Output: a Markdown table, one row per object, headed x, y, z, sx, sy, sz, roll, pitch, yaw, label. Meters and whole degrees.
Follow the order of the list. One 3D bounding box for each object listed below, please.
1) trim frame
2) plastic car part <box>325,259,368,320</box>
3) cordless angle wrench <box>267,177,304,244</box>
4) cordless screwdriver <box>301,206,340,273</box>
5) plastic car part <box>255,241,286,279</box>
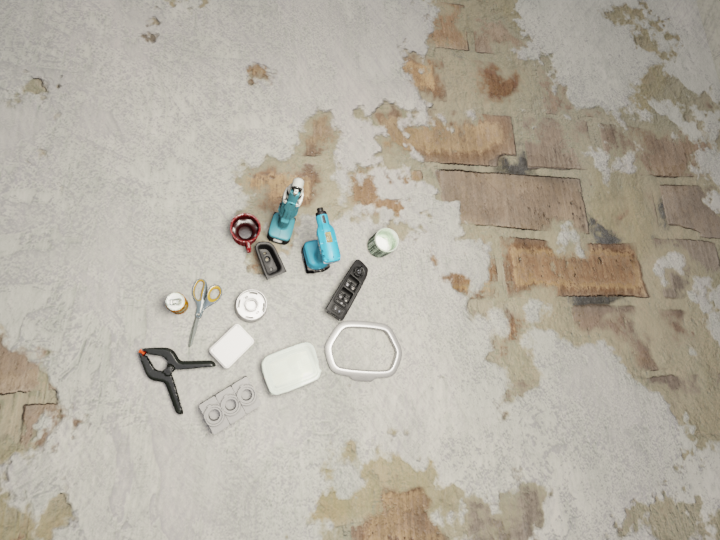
| x | y | z | sx | sy | sz | roll | pitch | yaw | label |
| --- | --- | --- | --- | --- | --- | --- | --- | --- | --- |
| 0.010 | 0.252 | 1.323 | 0.244 | 0.027 | 0.187 | 5 | 75 | -10 | trim frame |
| -0.041 | 0.061 | 1.341 | 0.066 | 0.067 | 0.203 | 32 | 72 | -5 | plastic car part |
| -0.202 | -0.168 | 1.179 | 0.073 | 0.427 | 0.099 | 17 | 75 | -13 | cordless angle wrench |
| -0.124 | -0.081 | 1.264 | 0.073 | 0.251 | 0.161 | -10 | 82 | -18 | cordless screwdriver |
| -0.285 | -0.032 | 1.313 | 0.065 | 0.071 | 0.118 | -23 | 83 | -18 | plastic car part |
